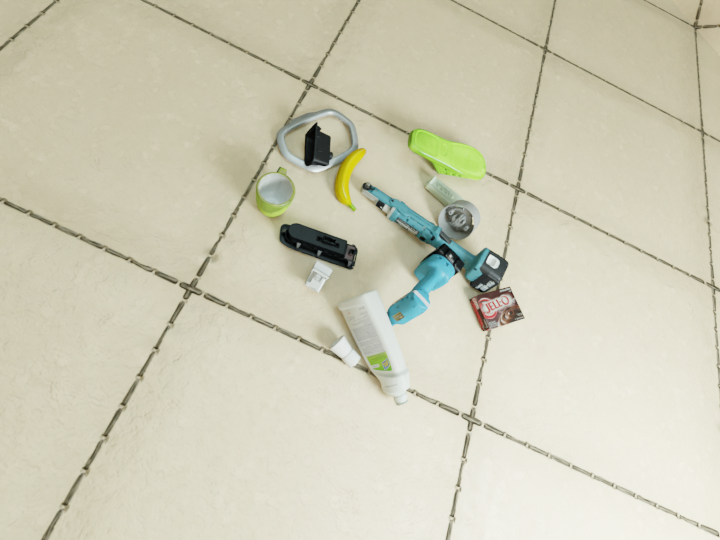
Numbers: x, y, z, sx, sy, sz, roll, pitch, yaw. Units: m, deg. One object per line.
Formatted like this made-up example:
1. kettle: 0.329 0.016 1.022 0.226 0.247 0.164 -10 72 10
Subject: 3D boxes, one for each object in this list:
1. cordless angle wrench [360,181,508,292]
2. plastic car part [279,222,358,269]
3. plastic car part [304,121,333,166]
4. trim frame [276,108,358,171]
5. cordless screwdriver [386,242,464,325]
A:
1. cordless angle wrench: 0.177 -0.101 1.108 0.428 0.097 0.074 35 63 6
2. plastic car part: -0.101 -0.066 1.028 0.201 0.067 0.067 18 72 -5
3. plastic car part: -0.106 -0.318 1.115 0.068 0.067 0.119 9 68 -30
4. trim frame: -0.115 -0.366 1.173 0.244 0.027 0.187 -34 80 -23
5. cordless screwdriver: 0.141 0.044 1.017 0.075 0.161 0.245 47 47 -1
